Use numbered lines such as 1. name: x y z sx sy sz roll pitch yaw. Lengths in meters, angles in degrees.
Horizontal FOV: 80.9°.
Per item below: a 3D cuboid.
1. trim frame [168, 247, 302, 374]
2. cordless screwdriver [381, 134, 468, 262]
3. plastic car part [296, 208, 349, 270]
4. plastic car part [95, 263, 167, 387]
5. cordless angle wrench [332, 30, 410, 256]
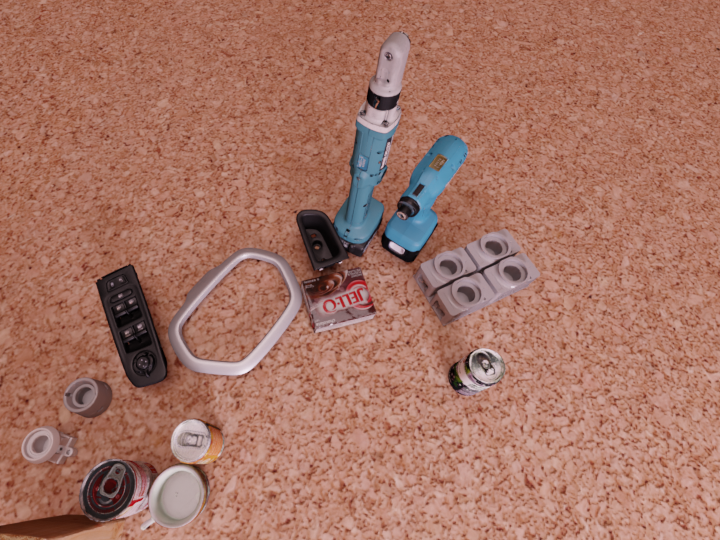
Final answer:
1. trim frame: -0.213 0.064 0.729 0.189 0.027 0.248 30 66 13
2. cordless screwdriver: 0.088 -0.092 0.699 0.076 0.244 0.158 34 65 9
3. plastic car part: -0.075 -0.049 0.769 0.065 0.069 0.121 -19 66 -14
4. plastic car part: -0.364 0.095 0.686 0.065 0.065 0.211 -24 66 -16
5. cordless angle wrench: 0.012 -0.157 0.634 0.076 0.415 0.098 30 65 7
